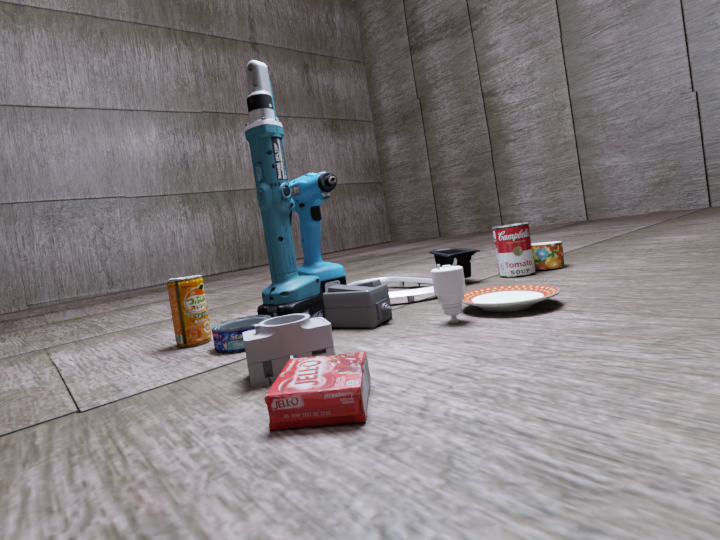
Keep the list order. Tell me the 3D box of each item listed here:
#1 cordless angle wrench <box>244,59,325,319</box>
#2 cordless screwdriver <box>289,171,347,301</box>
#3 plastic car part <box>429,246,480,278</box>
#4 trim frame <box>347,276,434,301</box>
[{"bbox_3d":[-0.135,-0.118,0.665,0.077,0.422,0.094,-8,1,33],"label":"cordless angle wrench"},{"bbox_3d":[-0.073,-0.048,0.748,0.072,0.248,0.165,-9,2,-31],"label":"cordless screwdriver"},{"bbox_3d":[0.190,-0.010,0.868,0.065,0.071,0.119,-9,4,-11],"label":"plastic car part"},{"bbox_3d":[0.063,0.035,0.832,0.177,0.027,0.259,-12,6,-33],"label":"trim frame"}]
